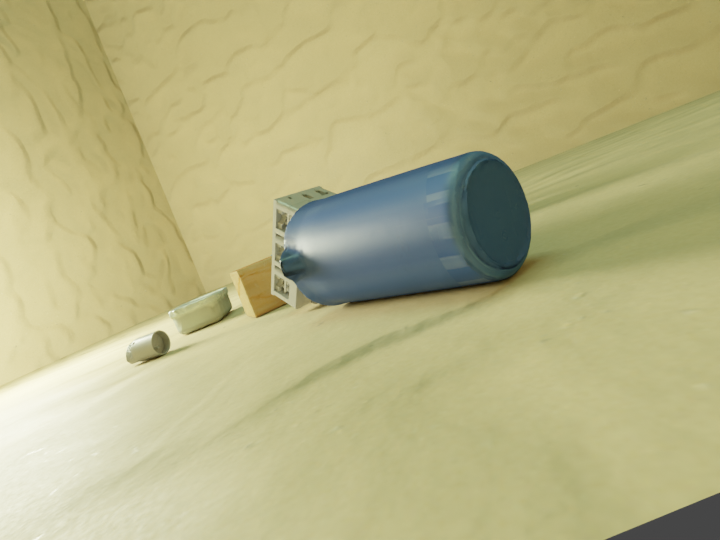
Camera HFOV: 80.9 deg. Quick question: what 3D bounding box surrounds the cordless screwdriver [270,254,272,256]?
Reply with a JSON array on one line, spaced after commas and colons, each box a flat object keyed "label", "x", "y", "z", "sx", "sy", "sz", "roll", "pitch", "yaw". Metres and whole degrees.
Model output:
[{"label": "cordless screwdriver", "x": -0.100, "y": -0.065, "z": 1.019, "sx": 0.249, "sy": 0.073, "sz": 0.161, "roll": -24, "pitch": 9, "yaw": 1}]
